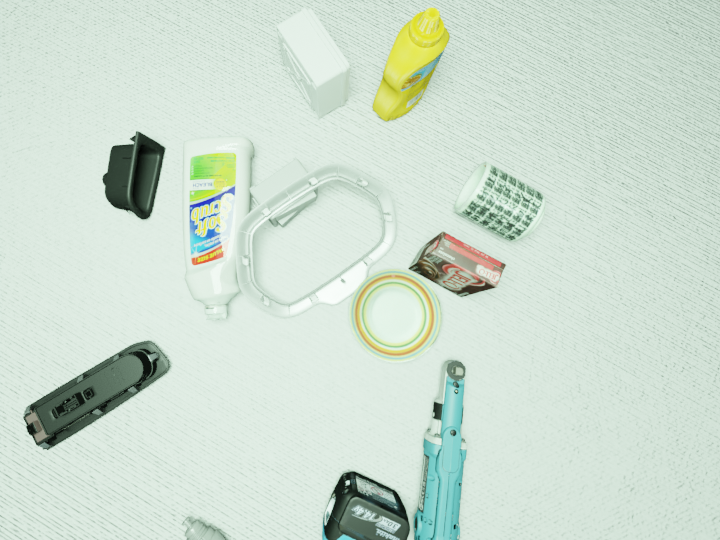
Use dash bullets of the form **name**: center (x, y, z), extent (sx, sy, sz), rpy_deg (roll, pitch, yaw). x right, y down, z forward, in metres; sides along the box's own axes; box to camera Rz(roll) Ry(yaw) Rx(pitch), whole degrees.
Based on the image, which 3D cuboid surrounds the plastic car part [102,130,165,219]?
- **plastic car part**: center (-0.339, -0.137, 0.615), extent (0.073, 0.064, 0.117), rpy_deg (9, 85, 13)

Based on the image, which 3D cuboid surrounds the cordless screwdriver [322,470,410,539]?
- **cordless screwdriver**: center (-0.042, 0.389, 0.529), extent (0.160, 0.074, 0.249), rpy_deg (19, 85, 1)

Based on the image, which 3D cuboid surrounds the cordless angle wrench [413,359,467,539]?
- **cordless angle wrench**: center (0.097, 0.330, 0.537), extent (0.074, 0.097, 0.427), rpy_deg (10, 77, -3)

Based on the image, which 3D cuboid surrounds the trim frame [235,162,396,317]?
- **trim frame**: center (-0.057, -0.037, 0.586), extent (0.247, 0.029, 0.177), rpy_deg (-34, 114, -9)

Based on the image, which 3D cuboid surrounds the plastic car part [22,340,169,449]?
- **plastic car part**: center (-0.359, 0.162, 0.566), extent (0.201, 0.066, 0.068), rpy_deg (-31, 79, -8)
